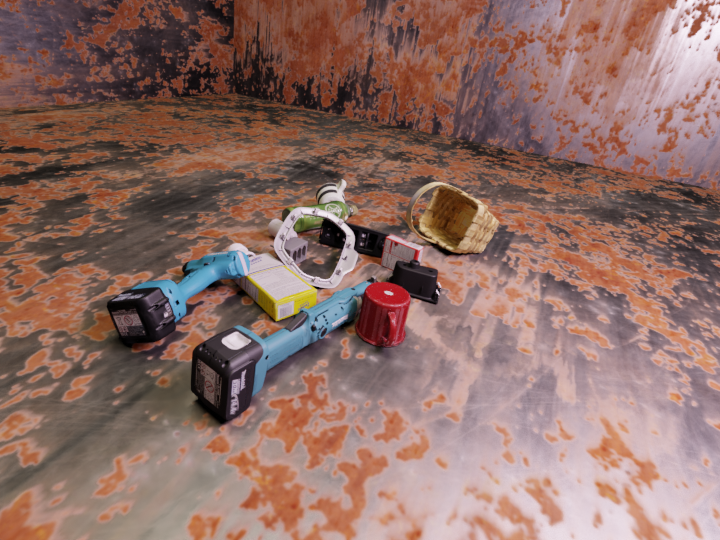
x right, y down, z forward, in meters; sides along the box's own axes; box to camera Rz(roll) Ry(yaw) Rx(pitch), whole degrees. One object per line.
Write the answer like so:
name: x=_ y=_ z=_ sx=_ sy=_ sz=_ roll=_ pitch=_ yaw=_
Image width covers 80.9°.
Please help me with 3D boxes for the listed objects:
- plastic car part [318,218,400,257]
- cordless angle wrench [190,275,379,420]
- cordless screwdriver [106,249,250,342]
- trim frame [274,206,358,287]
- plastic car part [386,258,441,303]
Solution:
plastic car part: x=0.002 y=-0.077 z=1.055 sx=0.210 sy=0.066 sz=0.065 roll=15 pitch=2 yaw=17
cordless angle wrench: x=-0.083 y=0.090 z=0.700 sx=0.078 sy=0.096 sz=0.410 roll=23 pitch=28 yaw=27
cordless screwdriver: x=-0.326 y=0.032 z=0.748 sx=0.165 sy=0.072 sz=0.245 roll=-5 pitch=21 yaw=27
trim frame: x=-0.093 y=-0.061 z=0.947 sx=0.182 sy=0.027 sz=0.251 roll=28 pitch=39 yaw=-7
plastic car part: x=0.116 y=0.013 z=0.893 sx=0.120 sy=0.070 sz=0.065 roll=18 pitch=27 yaw=13
